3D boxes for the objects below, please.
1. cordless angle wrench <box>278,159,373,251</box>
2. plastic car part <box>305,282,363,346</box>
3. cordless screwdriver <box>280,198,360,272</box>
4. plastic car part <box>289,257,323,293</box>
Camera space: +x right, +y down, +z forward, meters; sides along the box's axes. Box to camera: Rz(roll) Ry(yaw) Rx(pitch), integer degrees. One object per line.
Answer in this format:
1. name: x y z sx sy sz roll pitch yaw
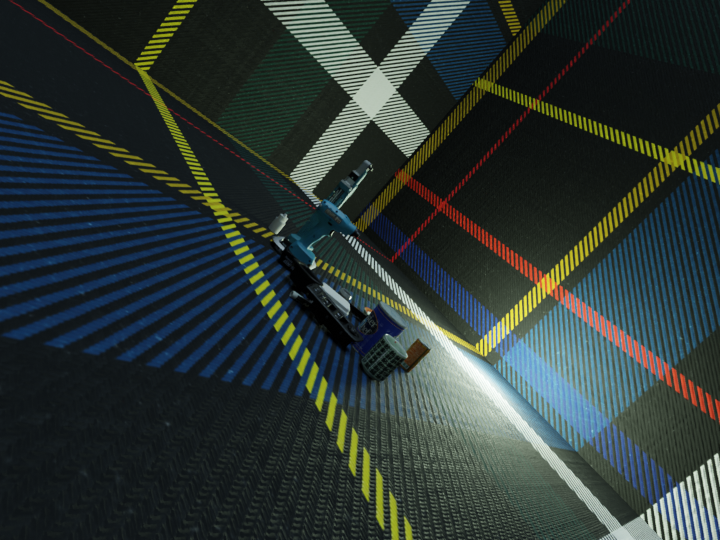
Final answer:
1. cordless angle wrench: -0.112 -0.209 1.449 0.100 0.424 0.072 44 10 11
2. plastic car part: -0.079 0.127 1.130 0.208 0.067 0.064 43 10 13
3. cordless screwdriver: -0.131 -0.086 1.344 0.157 0.249 0.075 40 10 -8
4. plastic car part: -0.166 0.029 1.225 0.062 0.071 0.123 30 14 -49
